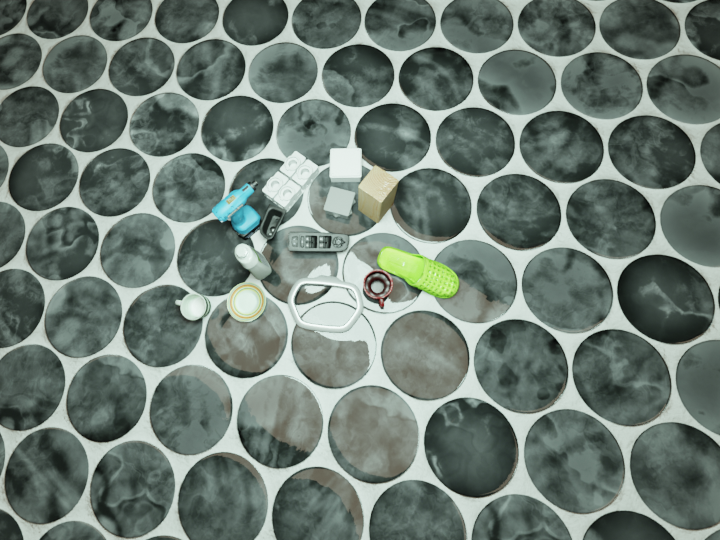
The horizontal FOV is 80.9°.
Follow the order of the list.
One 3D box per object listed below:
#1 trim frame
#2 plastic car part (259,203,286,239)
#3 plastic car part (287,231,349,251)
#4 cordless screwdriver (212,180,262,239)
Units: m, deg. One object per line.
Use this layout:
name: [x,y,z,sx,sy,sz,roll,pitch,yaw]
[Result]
trim frame: [-0.114,0.106,1.378,0.251,0.027,0.186,5,76,6]
plastic car part: [-0.299,-0.154,1.437,0.067,0.069,0.117,20,79,6]
plastic car part: [-0.138,-0.090,1.409,0.205,0.065,0.067,0,77,5]
cordless screwdriver: [-0.373,-0.194,1.364,0.158,0.244,0.076,-43,82,-7]
